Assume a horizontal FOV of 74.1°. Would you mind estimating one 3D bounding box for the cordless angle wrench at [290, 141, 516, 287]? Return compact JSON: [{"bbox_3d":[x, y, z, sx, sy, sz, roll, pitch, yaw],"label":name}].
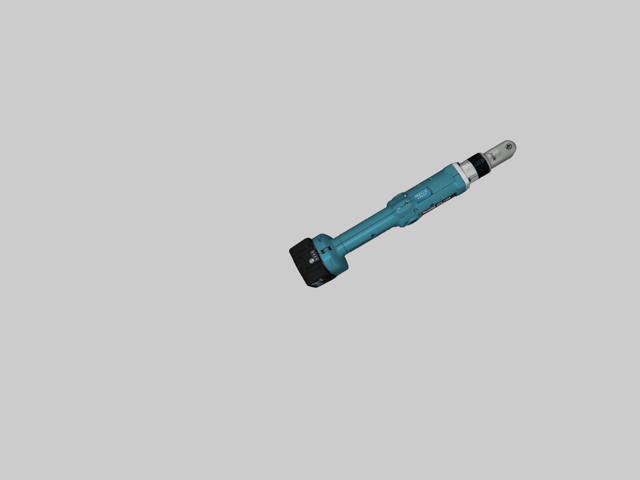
[{"bbox_3d":[0.147,-0.053,0.741,0.423,0.074,0.098,-31,-15,6],"label":"cordless angle wrench"}]
